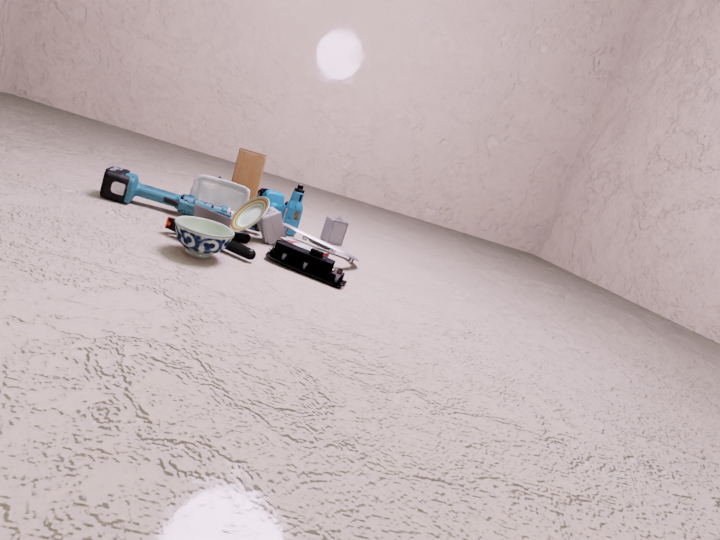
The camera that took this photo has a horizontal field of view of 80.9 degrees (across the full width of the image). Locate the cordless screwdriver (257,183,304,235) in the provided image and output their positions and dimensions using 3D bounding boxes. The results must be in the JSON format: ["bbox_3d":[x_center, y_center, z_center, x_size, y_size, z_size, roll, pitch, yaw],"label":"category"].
[{"bbox_3d":[-0.261,-0.223,1.384,0.071,0.158,0.263,9,14,-37],"label":"cordless screwdriver"}]

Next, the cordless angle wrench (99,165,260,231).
[{"bbox_3d":[-0.468,-0.177,1.146,0.411,0.074,0.101,16,13,-16],"label":"cordless angle wrench"}]

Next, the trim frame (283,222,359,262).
[{"bbox_3d":[-0.116,-0.076,1.183,0.248,0.027,0.185,24,2,-2],"label":"trim frame"}]

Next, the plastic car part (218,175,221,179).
[{"bbox_3d":[-0.450,-0.224,1.280,0.069,0.114,0.069,-14,24,-24],"label":"plastic car part"}]

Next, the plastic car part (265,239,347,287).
[{"bbox_3d":[-0.127,-0.022,0.982,0.208,0.066,0.065,18,20,12],"label":"plastic car part"}]
